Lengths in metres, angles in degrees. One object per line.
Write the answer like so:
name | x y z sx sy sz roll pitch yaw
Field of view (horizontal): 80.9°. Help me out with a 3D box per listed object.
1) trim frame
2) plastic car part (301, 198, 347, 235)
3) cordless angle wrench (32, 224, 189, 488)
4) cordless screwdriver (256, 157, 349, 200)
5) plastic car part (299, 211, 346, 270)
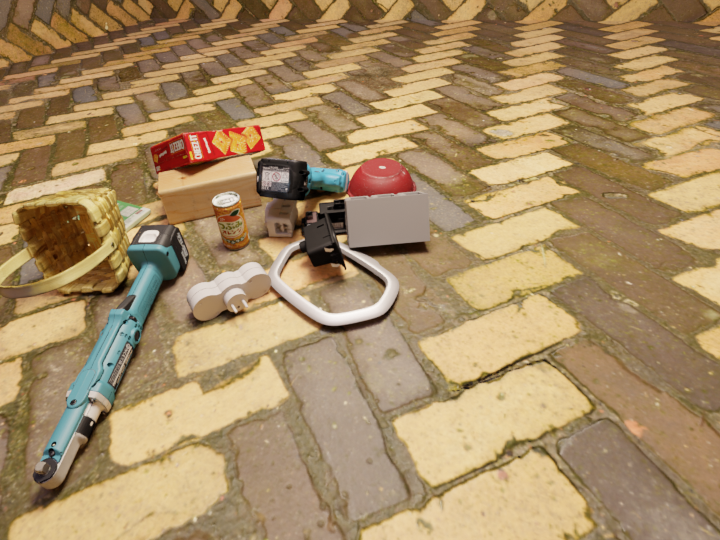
trim frame | -0.051 0.011 0.744 0.263 0.026 0.181 30 53 36
plastic car part | -0.021 -0.117 0.865 0.203 0.065 0.068 -3 33 -1
cordless angle wrench | -0.364 0.097 0.641 0.075 0.094 0.435 -2 45 1
cordless screwdriver | -0.139 -0.196 0.897 0.165 0.073 0.242 10 14 20
plastic car part | -0.075 -0.049 0.764 0.071 0.063 0.122 -22 39 0
